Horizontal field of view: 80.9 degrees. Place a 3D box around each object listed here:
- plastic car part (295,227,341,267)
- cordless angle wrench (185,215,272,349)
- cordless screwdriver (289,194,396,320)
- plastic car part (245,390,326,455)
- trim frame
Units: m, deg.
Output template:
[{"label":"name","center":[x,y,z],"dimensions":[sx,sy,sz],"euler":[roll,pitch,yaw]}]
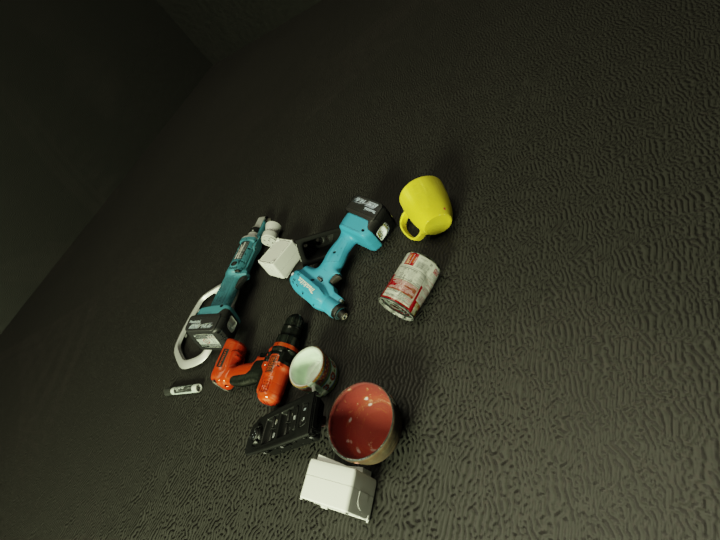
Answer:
[{"label":"plastic car part","center":[-0.094,-0.061,0.959],"dimensions":[0.114,0.064,0.074],"euler":[-21,19,-18]},{"label":"cordless angle wrench","center":[-0.308,0.002,1.073],"dimensions":[0.101,0.071,0.431],"euler":[-7,43,18]},{"label":"cordless screwdriver","center":[-0.022,-0.026,0.865],"dimensions":[0.168,0.070,0.248],"euler":[35,84,39]},{"label":"plastic car part","center":[-0.117,0.256,0.680],"dimensions":[0.207,0.064,0.068],"euler":[-32,42,36]},{"label":"trim frame","center":[-0.389,0.133,1.075],"dimensions":[0.192,0.026,0.251],"euler":[-7,50,38]}]
